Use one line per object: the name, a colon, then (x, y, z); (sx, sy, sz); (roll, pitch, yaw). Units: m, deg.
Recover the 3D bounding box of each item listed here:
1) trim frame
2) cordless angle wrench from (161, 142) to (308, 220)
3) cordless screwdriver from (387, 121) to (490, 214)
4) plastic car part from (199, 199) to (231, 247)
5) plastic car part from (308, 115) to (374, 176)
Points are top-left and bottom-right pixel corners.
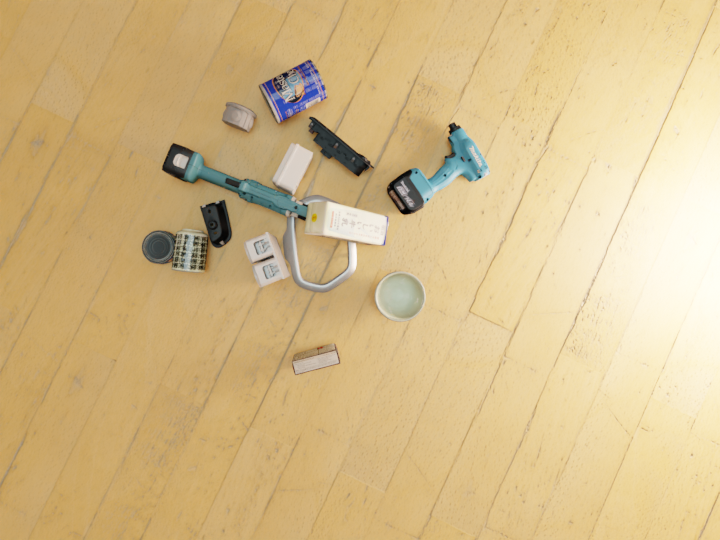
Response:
trim frame: (-0.105, -0.068, 1.070); (0.184, 0.027, 0.248); (-6, 89, -1)
cordless angle wrench: (-0.270, -0.196, 1.038); (0.424, 0.098, 0.074); (22, 88, 1)
cordless screwdriver: (0.183, -0.254, 1.056); (0.247, 0.074, 0.160); (-29, 88, -5)
plastic car part: (-0.362, -0.118, 1.051); (0.066, 0.070, 0.117); (-16, 86, -2)
plastic car part: (-0.056, -0.305, 1.063); (0.203, 0.066, 0.067); (36, 98, 1)
